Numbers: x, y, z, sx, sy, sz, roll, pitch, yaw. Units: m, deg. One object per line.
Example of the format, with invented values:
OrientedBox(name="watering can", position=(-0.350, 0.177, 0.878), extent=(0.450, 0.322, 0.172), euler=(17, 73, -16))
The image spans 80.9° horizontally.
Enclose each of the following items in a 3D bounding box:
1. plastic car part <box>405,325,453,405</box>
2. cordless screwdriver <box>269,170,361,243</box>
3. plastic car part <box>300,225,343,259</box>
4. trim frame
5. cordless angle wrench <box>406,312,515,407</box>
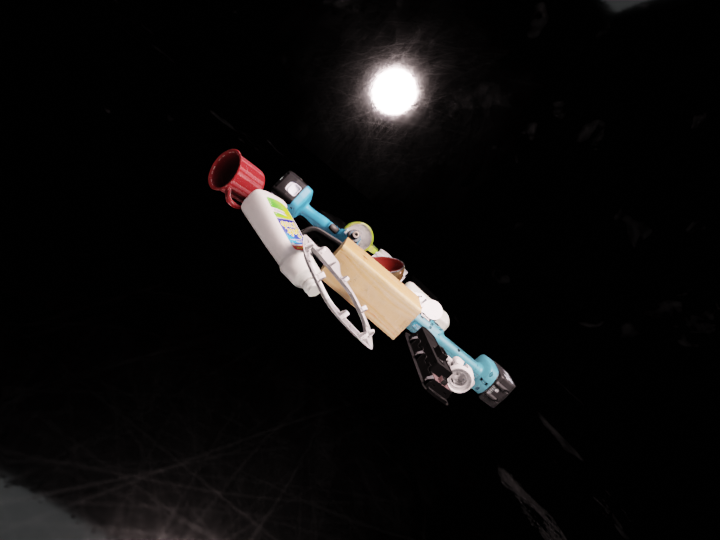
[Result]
OrientedBox(name="plastic car part", position=(0.137, 0.172, 0.851), extent=(0.064, 0.067, 0.208), euler=(30, 13, -16))
OrientedBox(name="cordless screwdriver", position=(-0.105, -0.136, 1.027), extent=(0.248, 0.074, 0.160), euler=(42, -17, -2))
OrientedBox(name="plastic car part", position=(-0.096, -0.063, 0.986), extent=(0.114, 0.066, 0.073), euler=(34, -1, -13))
OrientedBox(name="trim frame", position=(-0.034, 0.036, 0.742), extent=(0.235, 0.028, 0.193), euler=(50, 12, -42))
OrientedBox(name="cordless angle wrench", position=(0.162, 0.145, 0.992), extent=(0.426, 0.074, 0.097), euler=(39, 13, 3))
